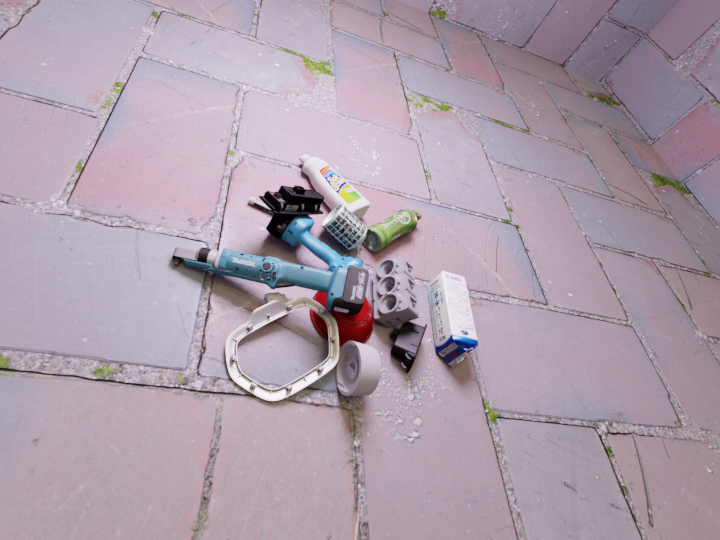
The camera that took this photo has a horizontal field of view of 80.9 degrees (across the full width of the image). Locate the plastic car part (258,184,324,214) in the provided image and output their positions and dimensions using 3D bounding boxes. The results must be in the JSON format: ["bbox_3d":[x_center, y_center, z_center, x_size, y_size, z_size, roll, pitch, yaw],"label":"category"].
[{"bbox_3d":[-0.150,-0.171,1.013,0.069,0.067,0.194,35,17,23],"label":"plastic car part"}]

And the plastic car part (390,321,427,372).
[{"bbox_3d":[0.105,0.163,0.980,0.072,0.064,0.117,21,43,8],"label":"plastic car part"}]

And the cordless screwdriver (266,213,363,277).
[{"bbox_3d":[-0.102,-0.067,1.046,0.254,0.074,0.156,39,21,9],"label":"cordless screwdriver"}]

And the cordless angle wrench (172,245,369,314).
[{"bbox_3d":[-0.198,0.002,0.908,0.426,0.073,0.099,12,69,4],"label":"cordless angle wrench"}]

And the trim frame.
[{"bbox_3d":[-0.153,0.151,0.863,0.243,0.027,0.190,-26,70,-25],"label":"trim frame"}]
